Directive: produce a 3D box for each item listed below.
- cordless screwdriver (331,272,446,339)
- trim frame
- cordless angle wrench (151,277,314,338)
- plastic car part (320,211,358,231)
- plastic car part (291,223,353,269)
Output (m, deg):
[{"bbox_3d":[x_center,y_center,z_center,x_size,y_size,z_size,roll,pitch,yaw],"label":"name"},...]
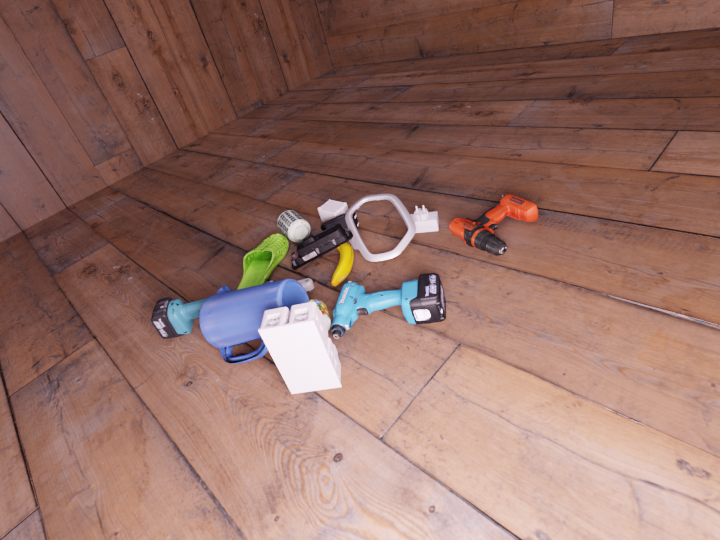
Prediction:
[{"bbox_3d":[0.056,0.084,0.934,0.257,0.071,0.161,-6,37,24],"label":"cordless screwdriver"},{"bbox_3d":[0.049,-0.127,1.197,0.185,0.026,0.260,-29,53,4],"label":"trim frame"},{"bbox_3d":[-0.329,0.082,1.111,0.425,0.094,0.077,-14,37,3],"label":"cordless angle wrench"},{"bbox_3d":[-0.055,-0.124,1.283,0.116,0.063,0.074,-24,48,-2],"label":"plastic car part"},{"bbox_3d":[-0.118,-0.077,1.210,0.206,0.065,0.067,-22,24,15],"label":"plastic car part"}]
